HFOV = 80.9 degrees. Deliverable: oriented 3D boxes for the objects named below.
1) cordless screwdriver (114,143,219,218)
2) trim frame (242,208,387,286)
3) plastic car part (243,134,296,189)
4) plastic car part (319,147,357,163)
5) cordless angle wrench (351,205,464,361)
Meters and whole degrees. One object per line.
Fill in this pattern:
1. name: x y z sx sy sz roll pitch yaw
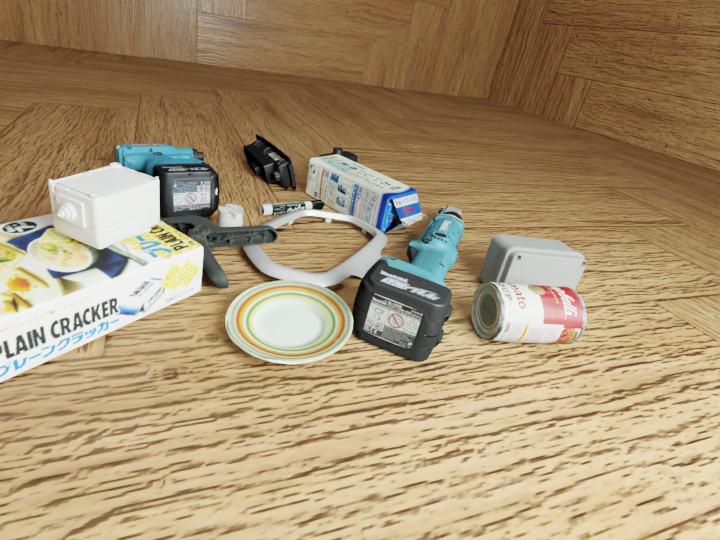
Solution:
1. cordless screwdriver: -0.309 -0.168 0.724 0.153 0.073 0.263 -14 33 -37
2. trim frame: -0.060 -0.039 0.618 0.192 0.027 0.243 21 29 20
3. plastic car part: -0.196 -0.224 0.874 0.066 0.063 0.214 -27 41 -11
4. plastic car part: -0.048 -0.228 0.908 0.070 0.070 0.112 31 32 34
5. cordless angle wrench: 0.104 -0.027 0.606 0.101 0.073 0.418 19 28 13
